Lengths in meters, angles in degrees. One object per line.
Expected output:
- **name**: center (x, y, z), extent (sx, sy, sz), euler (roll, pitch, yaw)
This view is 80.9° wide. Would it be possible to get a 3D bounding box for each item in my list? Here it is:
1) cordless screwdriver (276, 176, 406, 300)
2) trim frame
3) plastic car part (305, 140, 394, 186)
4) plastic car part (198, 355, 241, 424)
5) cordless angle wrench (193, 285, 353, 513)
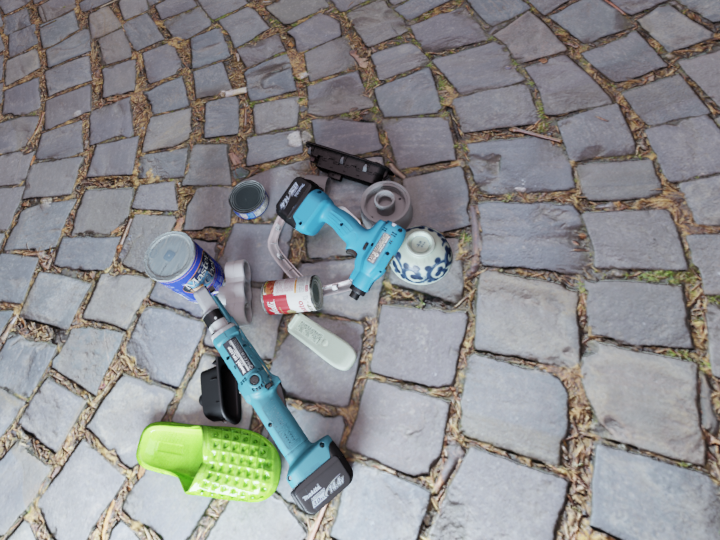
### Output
- **cordless screwdriver**: center (-0.054, -0.067, 0.819), extent (0.259, 0.071, 0.159), euler (32, 93, 21)
- **trim frame**: center (-0.085, -0.056, 0.873), extent (0.183, 0.026, 0.260), euler (-40, 63, -8)
- **plastic car part**: center (-0.030, -0.225, 0.918), extent (0.210, 0.064, 0.067), euler (18, 81, 19)
- **plastic car part**: center (-0.263, 0.223, 0.773), extent (0.073, 0.062, 0.120), euler (-17, 67, 20)
- **cordless angle wrench**: center (-0.176, 0.193, 0.727), extent (0.097, 0.072, 0.439), euler (-34, 68, -18)
